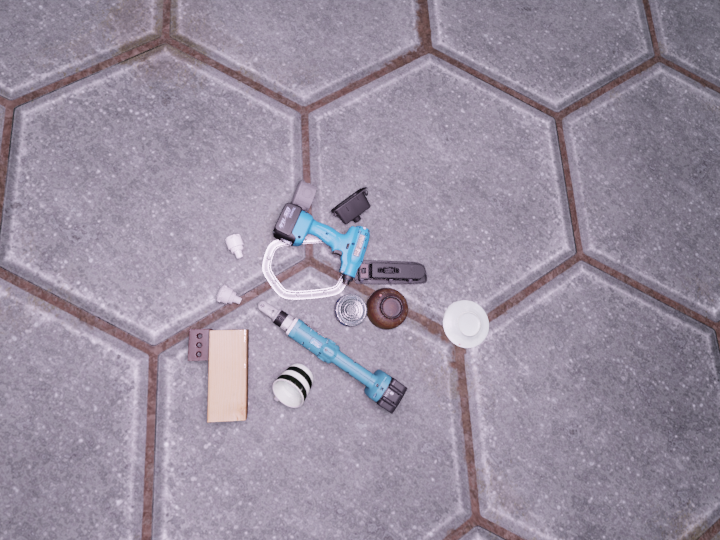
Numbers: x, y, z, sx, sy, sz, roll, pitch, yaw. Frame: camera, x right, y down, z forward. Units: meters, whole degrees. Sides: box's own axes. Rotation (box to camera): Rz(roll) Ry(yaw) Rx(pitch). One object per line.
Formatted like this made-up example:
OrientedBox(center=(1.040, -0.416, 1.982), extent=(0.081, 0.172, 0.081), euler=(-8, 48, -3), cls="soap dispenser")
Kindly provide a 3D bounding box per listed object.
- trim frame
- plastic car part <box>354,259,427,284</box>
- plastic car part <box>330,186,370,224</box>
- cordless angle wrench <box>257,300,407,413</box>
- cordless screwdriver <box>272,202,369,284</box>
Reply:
OrientedBox(center=(-0.139, -0.017, 1.137), extent=(0.246, 0.027, 0.187), euler=(-5, 78, -6), cls="trim frame")
OrientedBox(center=(0.089, 0.001, 1.144), extent=(0.200, 0.067, 0.067), euler=(2, 73, -9), cls="plastic car part")
OrientedBox(center=(-0.020, -0.170, 1.169), extent=(0.116, 0.068, 0.069), euler=(-40, 103, -10), cls="plastic car part")
OrientedBox(center=(-0.084, 0.202, 1.068), extent=(0.427, 0.097, 0.074), euler=(34, 80, 4), cls="cordless angle wrench")
OrientedBox(center=(-0.108, -0.071, 1.106), extent=(0.246, 0.075, 0.160), euler=(19, 77, -7), cls="cordless screwdriver")
